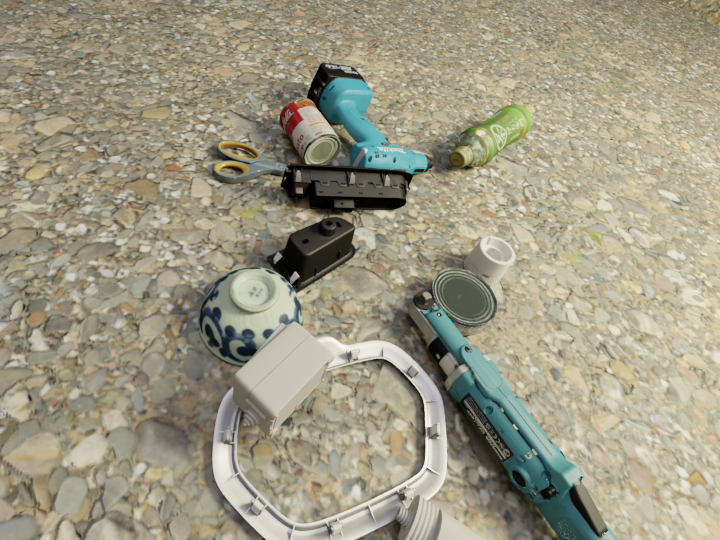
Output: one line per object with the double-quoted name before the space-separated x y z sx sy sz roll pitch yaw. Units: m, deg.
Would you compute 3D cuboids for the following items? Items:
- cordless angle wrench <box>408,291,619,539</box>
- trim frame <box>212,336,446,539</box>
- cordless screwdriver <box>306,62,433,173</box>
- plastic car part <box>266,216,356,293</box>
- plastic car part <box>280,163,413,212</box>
"cordless angle wrench" 0.173 0.190 0.408 0.072 0.096 0.444 -16 53 -26
"trim frame" -0.023 0.156 0.425 0.242 0.027 0.193 -14 55 -20
"cordless screwdriver" 0.015 -0.256 0.740 0.153 0.074 0.259 -7 56 -34
"plastic car part" -0.053 -0.035 0.546 0.114 0.070 0.068 -32 67 -29
"plastic car part" -0.012 -0.120 0.630 0.198 0.066 0.069 -4 63 -16
